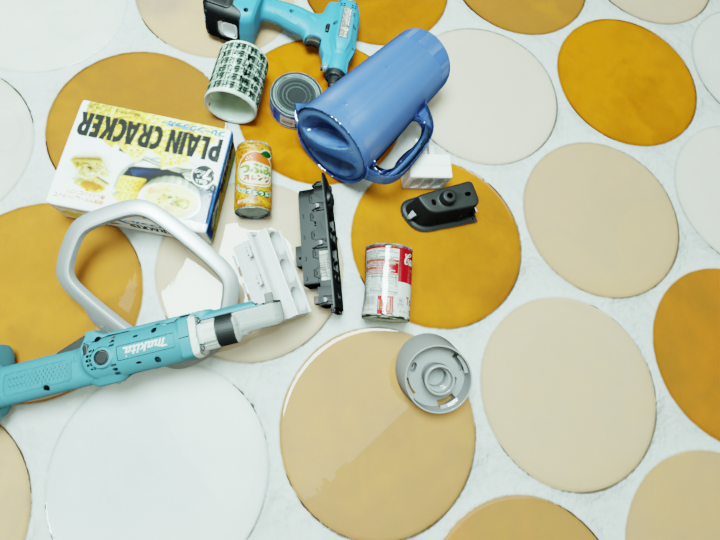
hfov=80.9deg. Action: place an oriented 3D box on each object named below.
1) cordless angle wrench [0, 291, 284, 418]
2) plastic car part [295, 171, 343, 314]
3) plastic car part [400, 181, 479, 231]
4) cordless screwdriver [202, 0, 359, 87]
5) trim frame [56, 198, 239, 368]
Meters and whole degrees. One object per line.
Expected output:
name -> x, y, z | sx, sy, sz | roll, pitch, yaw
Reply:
cordless angle wrench -> -0.297, 0.102, 0.504 | 0.422, 0.073, 0.100 | -14, 78, -2
plastic car part -> -0.060, -0.039, 0.610 | 0.069, 0.063, 0.206 | -6, 76, 16
plastic car part -> 0.128, -0.101, 0.637 | 0.114, 0.071, 0.067 | -13, 78, -14
cordless screwdriver -> -0.129, -0.391, 0.689 | 0.245, 0.074, 0.161 | 11, 74, -8
trim frame -> -0.274, 0.020, 0.552 | 0.244, 0.028, 0.184 | 40, 93, -9
